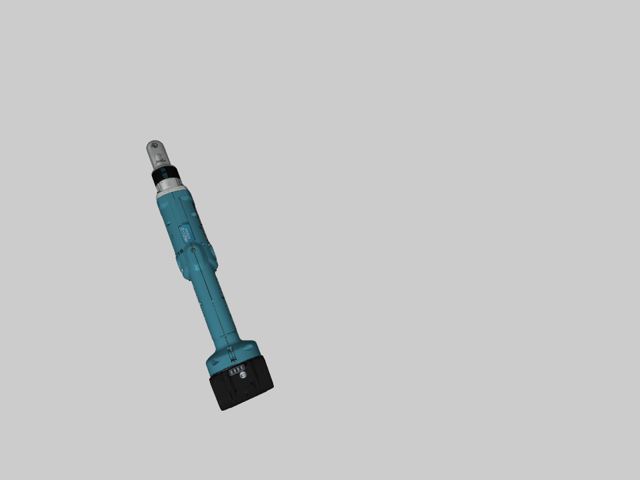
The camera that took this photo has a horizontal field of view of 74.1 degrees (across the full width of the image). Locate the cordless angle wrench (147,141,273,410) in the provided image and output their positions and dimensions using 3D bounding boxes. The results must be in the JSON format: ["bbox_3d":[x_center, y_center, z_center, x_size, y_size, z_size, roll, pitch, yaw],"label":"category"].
[{"bbox_3d":[-0.182,0.030,0.625,0.074,0.422,0.098,-21,-15,-15],"label":"cordless angle wrench"}]
